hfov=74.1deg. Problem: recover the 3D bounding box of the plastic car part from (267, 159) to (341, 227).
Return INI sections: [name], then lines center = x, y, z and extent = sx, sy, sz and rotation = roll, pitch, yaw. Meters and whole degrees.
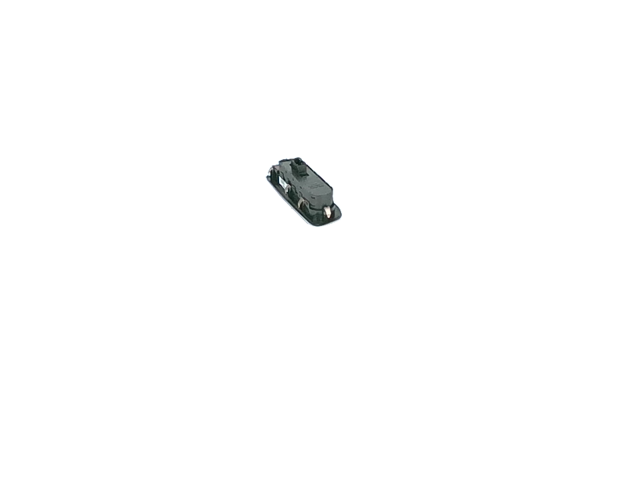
[plastic car part]
center = -0.025, -0.090, 0.698
extent = 0.066, 0.067, 0.203
rotation = -8, 37, -24
